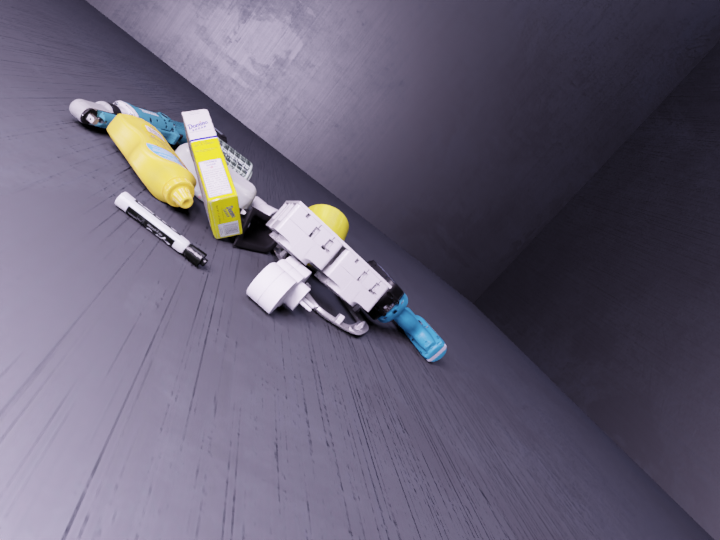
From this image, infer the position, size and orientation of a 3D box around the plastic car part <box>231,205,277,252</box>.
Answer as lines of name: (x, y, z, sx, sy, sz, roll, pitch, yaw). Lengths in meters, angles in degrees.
plastic car part: (-0.182, -0.072, 0.689, 0.074, 0.066, 0.112, 28, 2, 18)

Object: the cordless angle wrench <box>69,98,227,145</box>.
cordless angle wrench: (-0.381, -0.267, 0.795, 0.098, 0.074, 0.421, 39, 12, -3)

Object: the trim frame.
trim frame: (-0.072, 0.024, 0.738, 0.174, 0.027, 0.262, 28, 16, -44)

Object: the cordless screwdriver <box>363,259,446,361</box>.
cordless screwdriver: (0.066, 0.072, 0.845, 0.235, 0.074, 0.168, 44, 5, -37)
